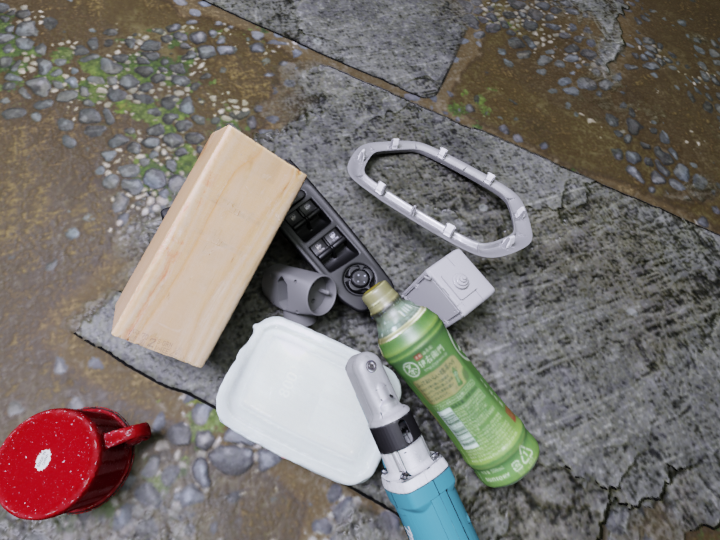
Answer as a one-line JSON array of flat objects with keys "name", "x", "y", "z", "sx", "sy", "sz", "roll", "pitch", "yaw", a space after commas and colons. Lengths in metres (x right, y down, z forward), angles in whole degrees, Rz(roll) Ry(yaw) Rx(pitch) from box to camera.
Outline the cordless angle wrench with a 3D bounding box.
[{"name": "cordless angle wrench", "x": 0.089, "y": 0.265, "z": 0.333, "sx": 0.072, "sy": 0.099, "sz": 0.431, "roll": -19, "pitch": 77, "yaw": -27}]

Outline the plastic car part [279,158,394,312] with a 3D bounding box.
[{"name": "plastic car part", "x": -0.049, "y": -0.032, "z": 0.497, "sx": 0.065, "sy": 0.066, "sz": 0.208, "roll": -37, "pitch": 77, "yaw": -24}]

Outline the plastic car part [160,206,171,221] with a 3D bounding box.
[{"name": "plastic car part", "x": -0.179, "y": -0.056, "z": 0.492, "sx": 0.114, "sy": 0.070, "sz": 0.068, "roll": -11, "pitch": 68, "yaw": -16}]

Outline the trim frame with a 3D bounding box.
[{"name": "trim frame", "x": 0.100, "y": -0.104, "z": 0.537, "sx": 0.258, "sy": 0.027, "sz": 0.181, "roll": 37, "pitch": 50, "yaw": 19}]
